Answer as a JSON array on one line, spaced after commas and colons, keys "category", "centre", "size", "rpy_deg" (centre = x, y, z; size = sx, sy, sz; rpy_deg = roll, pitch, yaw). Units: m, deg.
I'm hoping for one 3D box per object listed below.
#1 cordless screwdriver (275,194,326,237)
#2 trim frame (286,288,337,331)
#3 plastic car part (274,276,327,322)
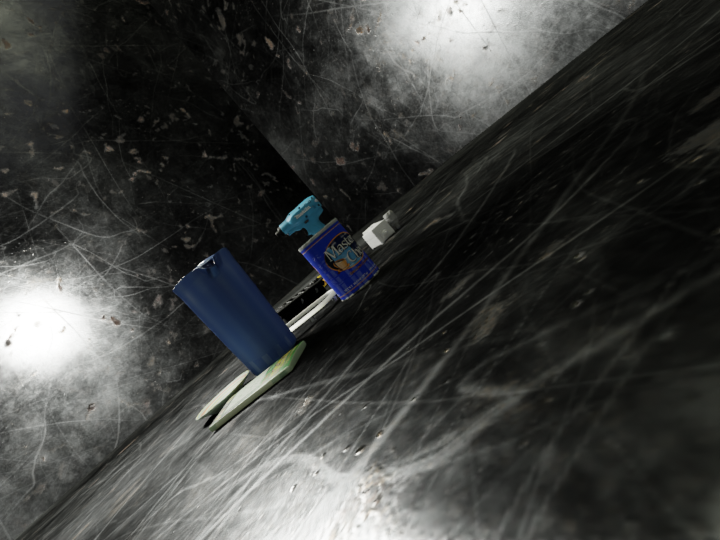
[{"category": "cordless screwdriver", "centre": [-0.121, -0.079, 1.238], "size": [0.160, 0.249, 0.074], "rpy_deg": [-40, 0, 6]}, {"category": "trim frame", "centre": [-0.135, 0.115, 0.975], "size": [0.249, 0.027, 0.185], "rpy_deg": [-40, 6, 3]}, {"category": "plastic car part", "centre": [-0.162, 0.086, 1.158], "size": [0.200, 0.067, 0.067], "rpy_deg": [-44, 4, -30]}]
